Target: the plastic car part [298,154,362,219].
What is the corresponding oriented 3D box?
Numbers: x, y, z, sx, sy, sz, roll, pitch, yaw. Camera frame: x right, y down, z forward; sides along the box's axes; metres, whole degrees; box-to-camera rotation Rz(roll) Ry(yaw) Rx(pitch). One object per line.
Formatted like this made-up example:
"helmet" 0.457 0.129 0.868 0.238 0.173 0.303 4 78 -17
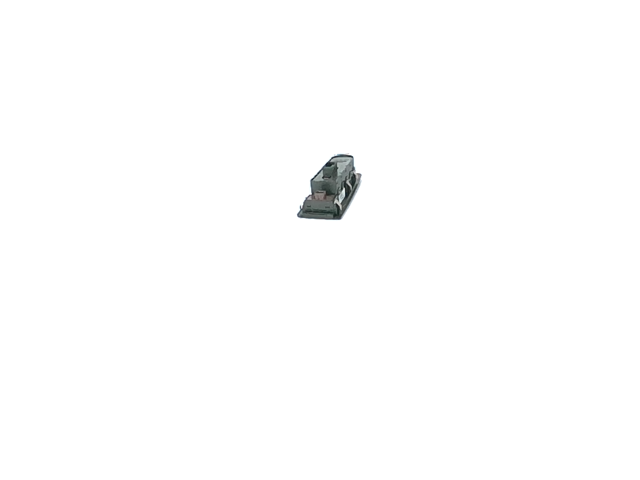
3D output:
"plastic car part" 0.021 -0.096 0.685 0.067 0.067 0.202 -4 21 19
